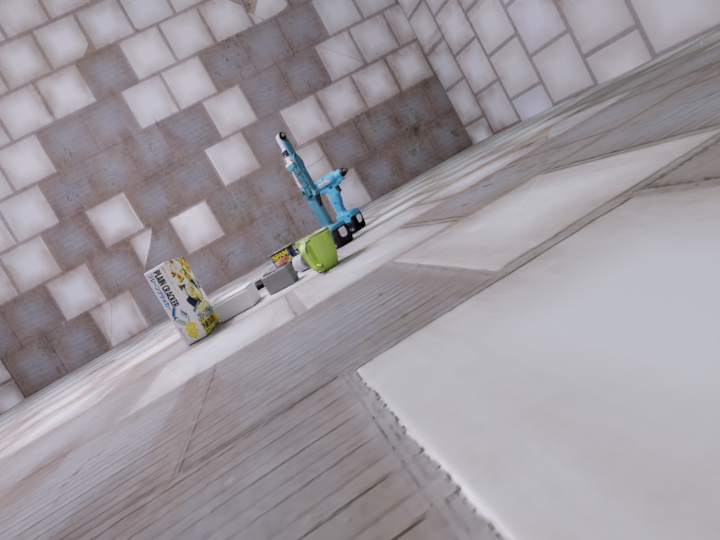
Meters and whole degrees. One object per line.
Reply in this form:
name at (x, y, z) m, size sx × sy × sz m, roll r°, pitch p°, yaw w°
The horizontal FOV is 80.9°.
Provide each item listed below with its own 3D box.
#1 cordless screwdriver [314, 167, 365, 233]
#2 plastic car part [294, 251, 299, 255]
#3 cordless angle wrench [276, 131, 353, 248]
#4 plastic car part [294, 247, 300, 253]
cordless screwdriver at (-0.062, -0.266, 1.622) m, size 0.164 × 0.247 × 0.073 m, roll -24°, pitch 6°, yaw 41°
plastic car part at (-0.154, -0.101, 1.573) m, size 0.201 × 0.066 × 0.068 m, roll -31°, pitch 7°, yaw -12°
cordless angle wrench at (-0.168, -0.264, 1.400) m, size 0.072 × 0.420 × 0.101 m, roll -32°, pitch 5°, yaw -37°
plastic car part at (-0.158, -0.078, 1.457) m, size 0.114 × 0.070 × 0.068 m, roll -35°, pitch 8°, yaw -35°
